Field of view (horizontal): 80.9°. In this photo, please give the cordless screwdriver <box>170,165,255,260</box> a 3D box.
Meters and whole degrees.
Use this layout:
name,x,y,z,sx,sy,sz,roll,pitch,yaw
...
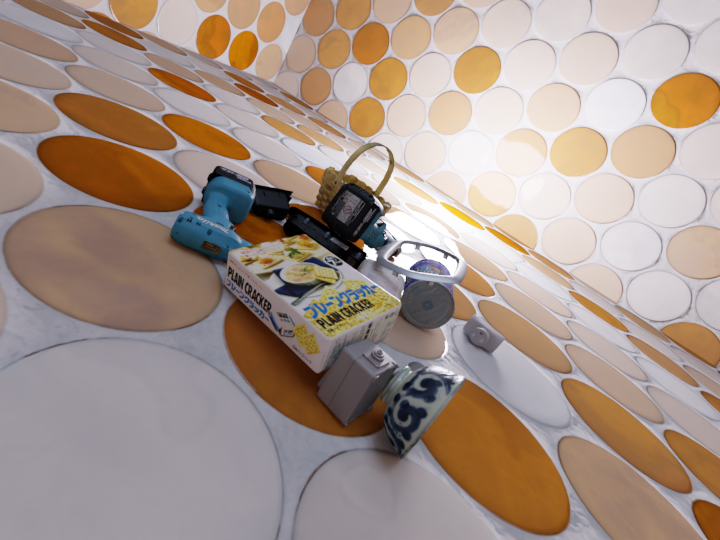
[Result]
name,x,y,z,sx,sy,sz,roll,pitch,yaw
cordless screwdriver,-0.235,-0.097,0.774,0.155,0.074,0.257,23,26,-17

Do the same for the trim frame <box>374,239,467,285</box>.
name,x,y,z,sx,sy,sz,roll,pitch,yaw
trim frame,0.123,-0.020,0.868,0.190,0.027,0.244,18,23,15

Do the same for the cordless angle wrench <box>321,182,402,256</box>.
name,x,y,z,sx,sy,sz,roll,pitch,yaw
cordless angle wrench,0.036,-0.079,0.953,0.077,0.098,0.406,37,3,20

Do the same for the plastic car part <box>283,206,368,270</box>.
name,x,y,z,sx,sy,sz,roll,pitch,yaw
plastic car part,-0.087,-0.057,0.895,0.210,0.065,0.066,38,48,16

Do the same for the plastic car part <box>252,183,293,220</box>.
name,x,y,z,sx,sy,sz,roll,pitch,yaw
plastic car part,-0.203,-0.144,0.941,0.111,0.066,0.074,4,48,-43
